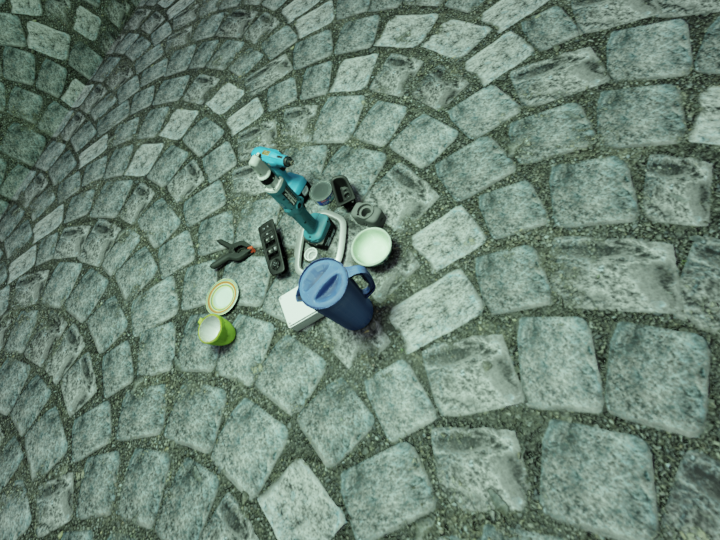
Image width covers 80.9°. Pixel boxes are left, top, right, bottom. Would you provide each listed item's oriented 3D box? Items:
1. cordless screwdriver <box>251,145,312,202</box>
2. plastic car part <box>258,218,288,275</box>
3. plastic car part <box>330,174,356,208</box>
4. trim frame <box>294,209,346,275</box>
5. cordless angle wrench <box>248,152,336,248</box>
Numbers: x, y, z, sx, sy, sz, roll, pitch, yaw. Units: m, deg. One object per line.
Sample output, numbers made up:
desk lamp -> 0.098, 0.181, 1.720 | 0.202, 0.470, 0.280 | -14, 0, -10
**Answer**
cordless screwdriver -> -0.235, -0.308, 1.380 | 0.168, 0.236, 0.074 | 21, 76, 31
plastic car part -> -0.282, -0.067, 1.387 | 0.067, 0.063, 0.211 | -26, 57, 11
plastic car part -> -0.049, -0.247, 1.362 | 0.067, 0.067, 0.121 | -25, 58, 12
trim frame -> -0.132, -0.086, 1.346 | 0.190, 0.026, 0.253 | -6, 63, 23
cordless angle wrench -> -0.192, -0.189, 1.199 | 0.078, 0.401, 0.098 | 15, 73, 29
